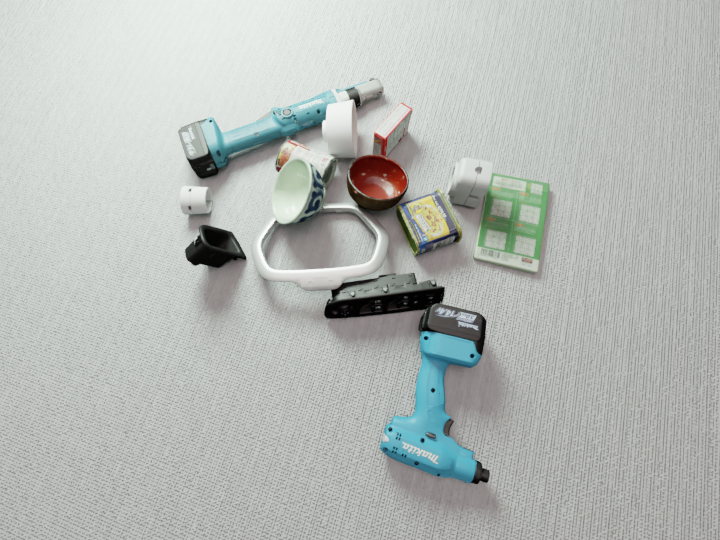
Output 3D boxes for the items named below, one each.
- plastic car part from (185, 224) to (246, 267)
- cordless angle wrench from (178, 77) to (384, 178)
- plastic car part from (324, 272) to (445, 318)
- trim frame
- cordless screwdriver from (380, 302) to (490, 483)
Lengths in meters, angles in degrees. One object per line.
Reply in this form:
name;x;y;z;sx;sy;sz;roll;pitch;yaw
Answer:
plastic car part;-0.270;-0.035;0.755;0.071;0.112;0.068;-39;74;14
cordless angle wrench;-0.149;-0.305;0.859;0.420;0.073;0.101;-21;72;-6
plastic car part;0.034;0.040;0.721;0.203;0.064;0.069;-11;62;0
trim frame;-0.074;-0.049;0.761;0.249;0.026;0.190;-4;55;1
cordless screwdriver;0.141;0.186;0.655;0.162;0.072;0.250;17;76;9
